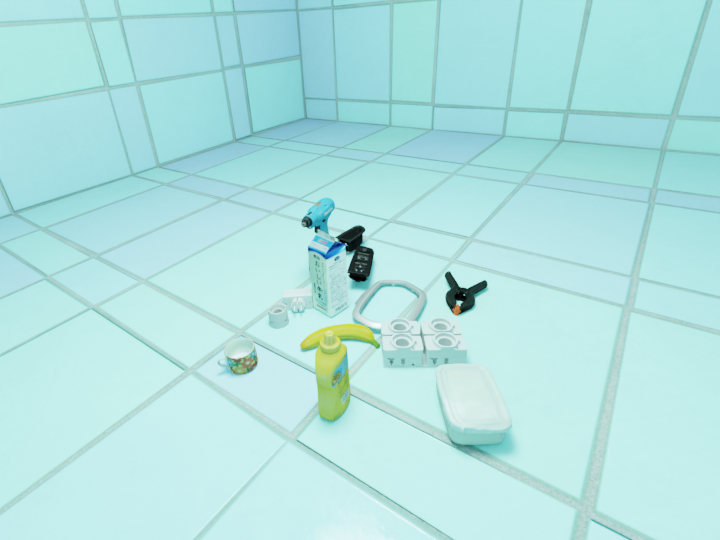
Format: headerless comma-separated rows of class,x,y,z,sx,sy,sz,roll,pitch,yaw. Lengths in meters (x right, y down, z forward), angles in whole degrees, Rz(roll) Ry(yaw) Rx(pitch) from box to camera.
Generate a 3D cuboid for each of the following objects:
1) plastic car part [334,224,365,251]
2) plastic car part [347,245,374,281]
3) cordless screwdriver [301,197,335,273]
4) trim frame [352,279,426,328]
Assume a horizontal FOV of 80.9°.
plastic car part,-0.026,-0.103,1.469,0.070,0.069,0.113,22,39,36
plastic car part,0.006,-0.016,1.324,0.067,0.065,0.205,2,31,8
cordless screwdriver,-0.125,-0.082,1.278,0.077,0.241,0.158,10,32,21
trim frame,0.079,0.090,1.173,0.192,0.027,0.246,11,34,24
